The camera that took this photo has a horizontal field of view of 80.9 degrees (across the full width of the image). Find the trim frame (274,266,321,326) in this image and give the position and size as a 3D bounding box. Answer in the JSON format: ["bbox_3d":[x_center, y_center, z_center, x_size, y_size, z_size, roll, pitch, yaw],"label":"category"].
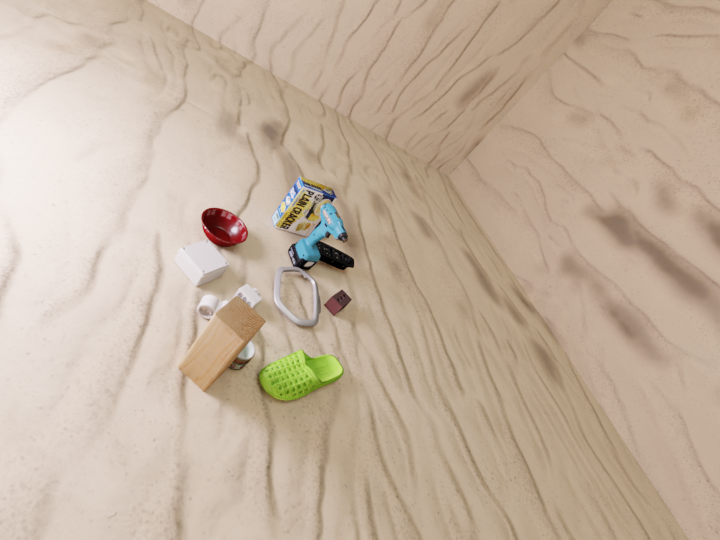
[{"bbox_3d":[-0.201,0.080,1.373,0.177,0.028,0.258,24,33,-25],"label":"trim frame"}]

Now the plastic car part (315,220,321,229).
[{"bbox_3d":[-0.160,-0.183,1.728,0.063,0.071,0.121,-2,50,-50],"label":"plastic car part"}]

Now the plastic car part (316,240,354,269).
[{"bbox_3d":[-0.108,-0.048,1.607,0.193,0.067,0.069,20,36,-29],"label":"plastic car part"}]

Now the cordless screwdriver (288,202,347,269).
[{"bbox_3d":[-0.142,-0.093,1.447,0.070,0.250,0.167,8,44,-44],"label":"cordless screwdriver"}]
